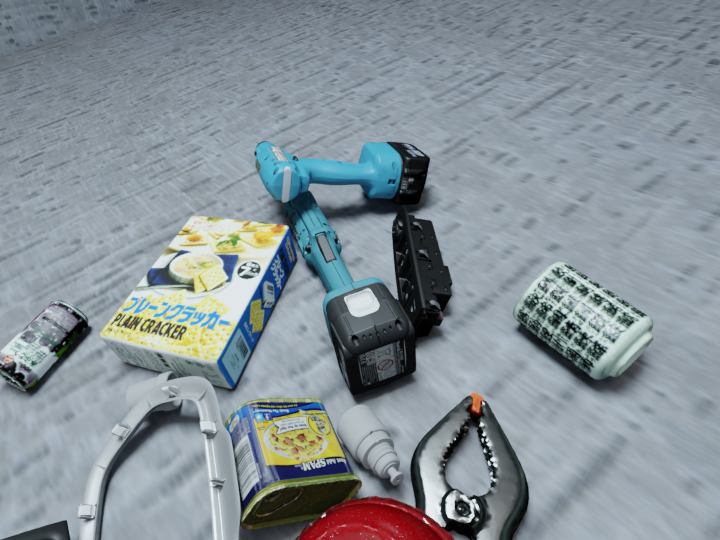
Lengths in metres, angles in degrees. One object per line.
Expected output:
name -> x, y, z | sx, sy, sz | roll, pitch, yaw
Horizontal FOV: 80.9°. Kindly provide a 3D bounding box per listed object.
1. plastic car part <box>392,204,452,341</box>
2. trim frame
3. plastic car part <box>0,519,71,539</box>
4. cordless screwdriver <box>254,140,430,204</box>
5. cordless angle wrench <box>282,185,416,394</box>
plastic car part -> 0.075, -0.008, 0.531 | 0.066, 0.064, 0.210 | -1, 45, -7
trim frame -> -0.172, 0.207, 0.351 | 0.185, 0.026, 0.261 | -32, 46, 8
plastic car part -> -0.251, 0.269, 0.317 | 0.063, 0.070, 0.123 | 5, 23, -46
cordless screwdriver -> -0.035, -0.158, 0.640 | 0.242, 0.073, 0.167 | -4, 33, -20
cordless angle wrench -> -0.056, -0.037, 0.574 | 0.073, 0.094, 0.445 | -19, 42, -11
